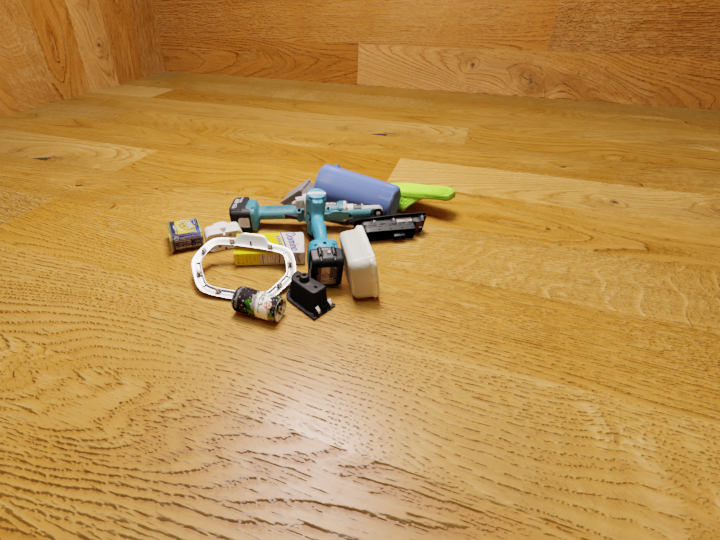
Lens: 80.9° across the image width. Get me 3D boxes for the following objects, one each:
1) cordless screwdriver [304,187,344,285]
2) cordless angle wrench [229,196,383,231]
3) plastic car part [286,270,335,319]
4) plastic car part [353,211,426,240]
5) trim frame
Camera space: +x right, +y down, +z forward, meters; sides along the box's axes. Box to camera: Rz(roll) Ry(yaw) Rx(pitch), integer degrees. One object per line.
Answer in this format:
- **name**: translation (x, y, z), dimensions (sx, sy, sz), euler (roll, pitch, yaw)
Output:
- **cordless screwdriver**: translation (-0.102, -0.067, 1.044), dimensions (0.073, 0.155, 0.259), euler (-3, 49, -13)
- **cordless angle wrench**: translation (-0.151, -0.163, 1.187), dimensions (0.427, 0.072, 0.100), euler (-1, 34, 5)
- **plastic car part**: translation (-0.117, 0.041, 0.920), dimensions (0.123, 0.069, 0.064), euler (31, 42, 32)
- **plastic car part**: translation (0.081, -0.112, 1.155), dimensions (0.201, 0.065, 0.069), euler (-2, 59, -5)
- **trim frame**: translation (-0.275, -0.012, 0.992), dimensions (0.251, 0.027, 0.188), euler (7, 51, 6)
